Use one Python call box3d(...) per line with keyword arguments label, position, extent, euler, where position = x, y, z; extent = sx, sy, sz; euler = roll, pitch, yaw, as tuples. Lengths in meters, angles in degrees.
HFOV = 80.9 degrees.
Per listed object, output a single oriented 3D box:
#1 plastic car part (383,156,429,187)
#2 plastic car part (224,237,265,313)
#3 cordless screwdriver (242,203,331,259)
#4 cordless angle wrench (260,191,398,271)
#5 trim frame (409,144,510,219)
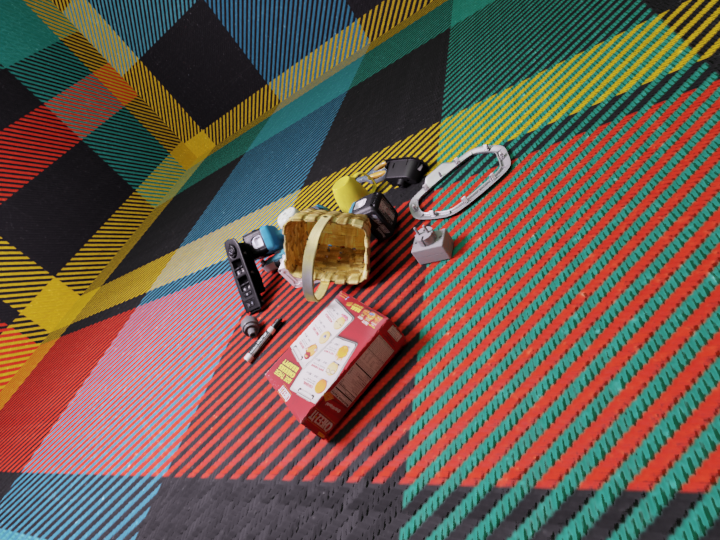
box3d(label="plastic car part", position=(0.109, -0.247, 1.086), extent=(0.123, 0.062, 0.071), euler=(12, 73, 49))
box3d(label="plastic car part", position=(-0.296, 0.005, 1.109), extent=(0.065, 0.205, 0.068), euler=(-20, -7, -43))
box3d(label="cordless screwdriver", position=(-0.197, -0.109, 1.136), extent=(0.251, 0.075, 0.156), euler=(-23, -2, 10))
box3d(label="cordless angle wrench", position=(-0.104, -0.068, 1.069), extent=(0.436, 0.094, 0.075), euler=(-21, 33, 36))
box3d(label="trim frame", position=(0.214, -0.199, 0.938), extent=(0.249, 0.026, 0.193), euler=(-41, 31, 2))
